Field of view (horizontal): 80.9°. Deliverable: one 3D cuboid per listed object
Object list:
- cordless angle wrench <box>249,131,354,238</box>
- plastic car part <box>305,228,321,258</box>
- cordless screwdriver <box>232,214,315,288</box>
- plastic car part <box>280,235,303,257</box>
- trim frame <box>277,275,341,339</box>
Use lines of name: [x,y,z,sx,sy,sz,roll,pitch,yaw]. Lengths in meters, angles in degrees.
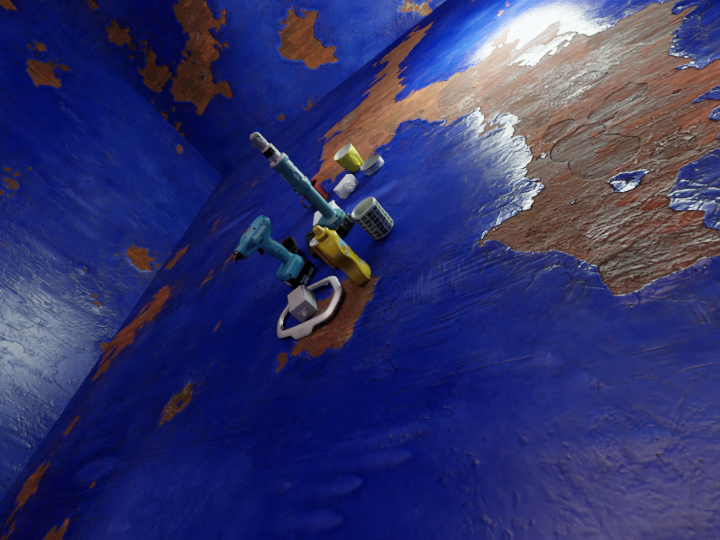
cordless angle wrench: [-0.184,-0.264,1.307,0.074,0.405,0.102,-54,26,-20]
plastic car part: [-0.134,-0.087,1.367,0.066,0.064,0.211,-41,29,7]
cordless screwdriver: [-0.262,-0.030,1.277,0.077,0.238,0.159,-5,46,54]
plastic car part: [-0.233,-0.067,1.465,0.066,0.068,0.121,-42,28,5]
trim frame: [-0.144,0.105,1.171,0.255,0.026,0.187,-25,34,31]
